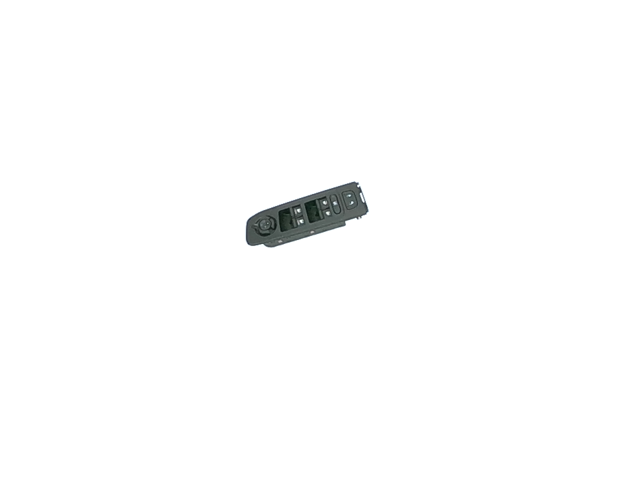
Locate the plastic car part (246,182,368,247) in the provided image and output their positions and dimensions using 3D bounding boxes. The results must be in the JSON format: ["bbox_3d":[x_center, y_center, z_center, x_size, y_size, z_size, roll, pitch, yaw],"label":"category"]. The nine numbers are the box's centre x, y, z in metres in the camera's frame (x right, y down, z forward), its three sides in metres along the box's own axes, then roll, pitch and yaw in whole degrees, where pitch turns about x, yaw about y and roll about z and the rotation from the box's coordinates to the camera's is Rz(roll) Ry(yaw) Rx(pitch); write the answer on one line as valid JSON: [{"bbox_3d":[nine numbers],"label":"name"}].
[{"bbox_3d":[-0.025,-0.035,0.714,0.203,0.066,0.067,-15,-20,0],"label":"plastic car part"}]
